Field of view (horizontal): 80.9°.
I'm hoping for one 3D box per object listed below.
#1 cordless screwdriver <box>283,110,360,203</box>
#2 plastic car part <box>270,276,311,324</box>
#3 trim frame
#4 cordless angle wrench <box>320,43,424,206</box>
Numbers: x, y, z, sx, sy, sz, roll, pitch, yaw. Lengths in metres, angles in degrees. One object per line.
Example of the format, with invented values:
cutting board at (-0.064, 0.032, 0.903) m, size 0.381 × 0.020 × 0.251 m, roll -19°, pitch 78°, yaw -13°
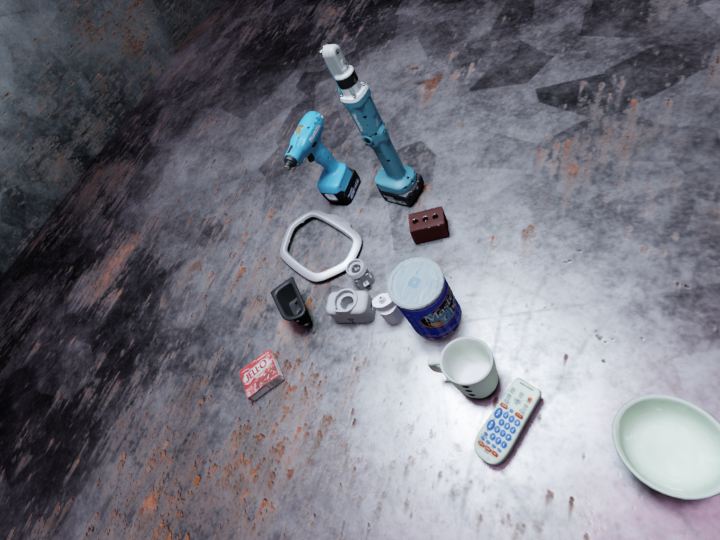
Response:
cordless screwdriver at (-0.099, -0.253, 1.056) m, size 0.078 × 0.235 × 0.160 m, roll 9°, pitch 64°, yaw 33°
plastic car part at (-0.149, 0.083, 0.969) m, size 0.066 × 0.067 × 0.123 m, roll -37°, pitch 48°, yaw 2°
trim frame at (-0.105, -0.069, 1.075) m, size 0.263 × 0.026 × 0.184 m, roll 33°, pitch 79°, yaw 41°
cordless angle wrench at (0.027, -0.295, 0.901) m, size 0.103 × 0.400 × 0.074 m, roll 22°, pitch 71°, yaw 38°
